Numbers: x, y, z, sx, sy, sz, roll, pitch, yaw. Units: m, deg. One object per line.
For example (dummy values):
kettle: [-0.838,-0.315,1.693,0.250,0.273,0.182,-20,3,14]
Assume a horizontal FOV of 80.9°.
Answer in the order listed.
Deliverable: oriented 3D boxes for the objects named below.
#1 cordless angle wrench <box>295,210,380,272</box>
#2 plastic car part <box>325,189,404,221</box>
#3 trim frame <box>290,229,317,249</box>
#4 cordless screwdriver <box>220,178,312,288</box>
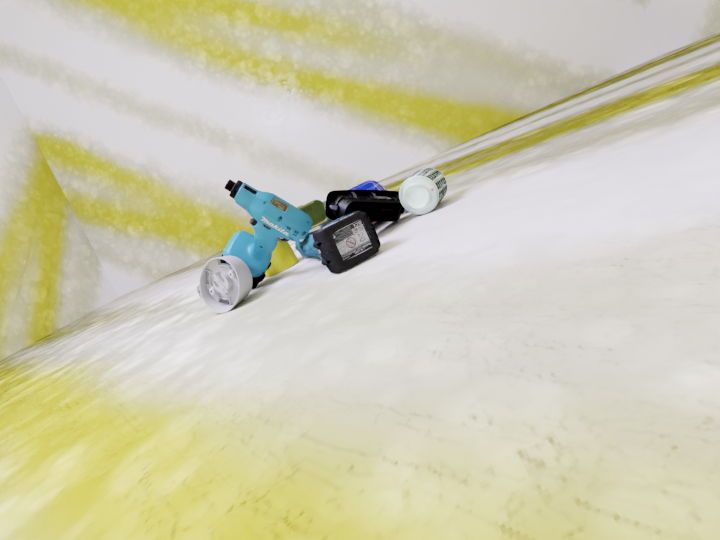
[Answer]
cordless angle wrench: [-0.084,-0.055,0.856,0.097,0.073,0.434,-28,11,-15]
plastic car part: [0.018,-0.120,0.836,0.194,0.065,0.071,-3,32,-36]
trim frame: [-0.216,-0.078,1.288,0.180,0.027,0.258,-35,15,-36]
cordless screwdriver: [-0.209,-0.066,0.795,0.252,0.155,0.075,-40,23,50]
